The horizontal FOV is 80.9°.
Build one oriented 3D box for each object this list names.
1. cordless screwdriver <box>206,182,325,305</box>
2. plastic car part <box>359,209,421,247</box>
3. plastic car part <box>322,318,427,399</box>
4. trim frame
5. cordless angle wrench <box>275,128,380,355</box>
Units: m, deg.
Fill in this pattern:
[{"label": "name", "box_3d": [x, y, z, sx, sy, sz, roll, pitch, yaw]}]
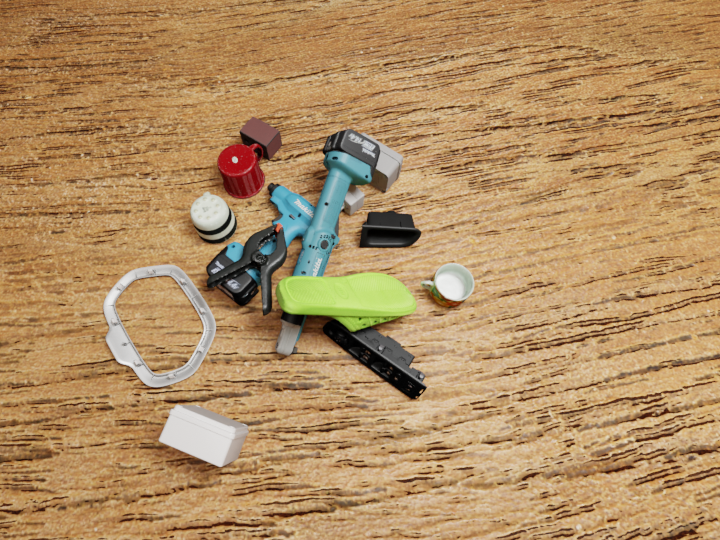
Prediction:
[{"label": "cordless screwdriver", "box_3d": [-0.196, -0.063, 0.834, 0.164, 0.072, 0.247, 39, 70, 16]}, {"label": "plastic car part", "box_3d": [0.056, -0.089, 0.846, 0.116, 0.064, 0.073, -1, 54, -3]}, {"label": "plastic car part", "box_3d": [0.027, 0.138, 0.744, 0.208, 0.065, 0.067, 29, 61, 13]}, {"label": "trim frame", "box_3d": [-0.383, 0.095, 0.797, 0.182, 0.027, 0.257, -36, 72, -11]}, {"label": "cordless angle wrench", "box_3d": [-0.076, -0.050, 0.782, 0.093, 0.078, 0.424, 22, 83, -29]}]
